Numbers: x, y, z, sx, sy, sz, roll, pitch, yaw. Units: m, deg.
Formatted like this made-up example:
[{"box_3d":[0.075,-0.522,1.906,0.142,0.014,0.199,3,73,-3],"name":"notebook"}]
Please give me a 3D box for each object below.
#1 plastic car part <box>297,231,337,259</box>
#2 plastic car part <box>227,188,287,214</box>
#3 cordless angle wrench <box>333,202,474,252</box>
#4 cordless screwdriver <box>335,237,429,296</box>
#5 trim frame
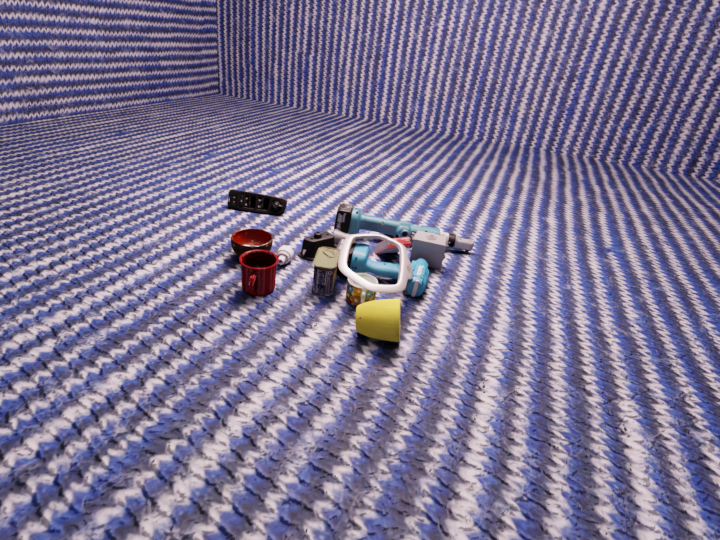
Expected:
[{"box_3d":[-0.117,-0.076,1.193,0.112,0.069,0.070,-14,34,-37],"name":"plastic car part"},{"box_3d":[-0.346,-0.228,1.439,0.207,0.066,0.066,10,3,10],"name":"plastic car part"},{"box_3d":[0.133,-0.119,1.292,0.427,0.096,0.075,12,26,4],"name":"cordless angle wrench"},{"box_3d":[0.057,-0.020,1.121,0.254,0.073,0.159,16,30,11],"name":"cordless screwdriver"},{"box_3d":[0.039,-0.023,1.038,0.185,0.027,0.252,12,33,1],"name":"trim frame"}]
